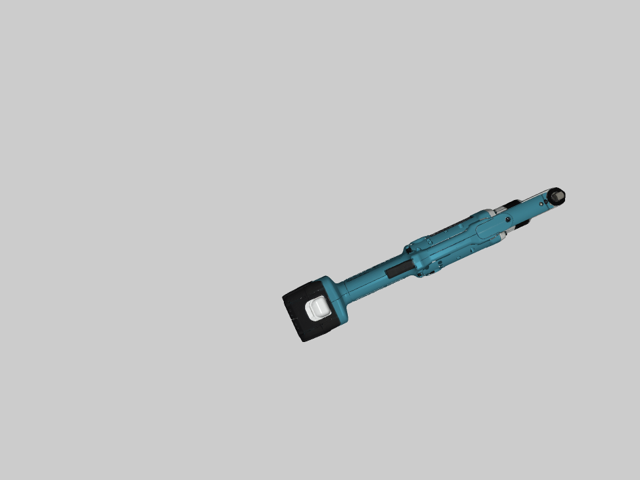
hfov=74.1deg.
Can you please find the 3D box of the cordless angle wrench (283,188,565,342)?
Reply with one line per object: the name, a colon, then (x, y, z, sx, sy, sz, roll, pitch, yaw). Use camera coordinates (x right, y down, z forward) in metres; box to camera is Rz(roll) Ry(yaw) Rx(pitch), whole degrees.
cordless angle wrench: (0.152, 0.024, 0.619, 0.423, 0.074, 0.098, -25, -3, 3)
